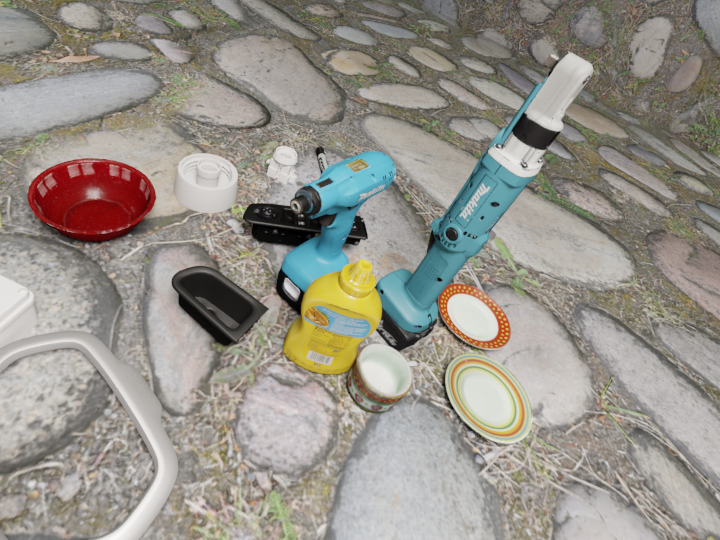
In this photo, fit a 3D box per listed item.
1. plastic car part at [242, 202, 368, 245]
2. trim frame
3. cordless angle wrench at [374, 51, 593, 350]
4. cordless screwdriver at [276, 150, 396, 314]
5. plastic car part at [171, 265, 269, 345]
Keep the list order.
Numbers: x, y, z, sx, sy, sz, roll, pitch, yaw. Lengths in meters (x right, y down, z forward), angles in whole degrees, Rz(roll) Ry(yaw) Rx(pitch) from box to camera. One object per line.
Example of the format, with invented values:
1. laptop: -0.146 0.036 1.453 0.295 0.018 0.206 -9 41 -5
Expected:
1. plastic car part: -0.095 -0.070 0.703 0.198 0.066 0.068 10 45 -13
2. trim frame: -0.294 0.165 0.419 0.258 0.027 0.179 41 46 19
3. cordless angle wrench: 0.124 -0.051 0.516 0.072 0.419 0.102 -21 61 -39
4. cordless screwdriver: -0.054 -0.035 0.554 0.077 0.247 0.155 42 45 15
5. plastic car part: -0.188 0.051 0.543 0.119 0.070 0.065 34 44 10
